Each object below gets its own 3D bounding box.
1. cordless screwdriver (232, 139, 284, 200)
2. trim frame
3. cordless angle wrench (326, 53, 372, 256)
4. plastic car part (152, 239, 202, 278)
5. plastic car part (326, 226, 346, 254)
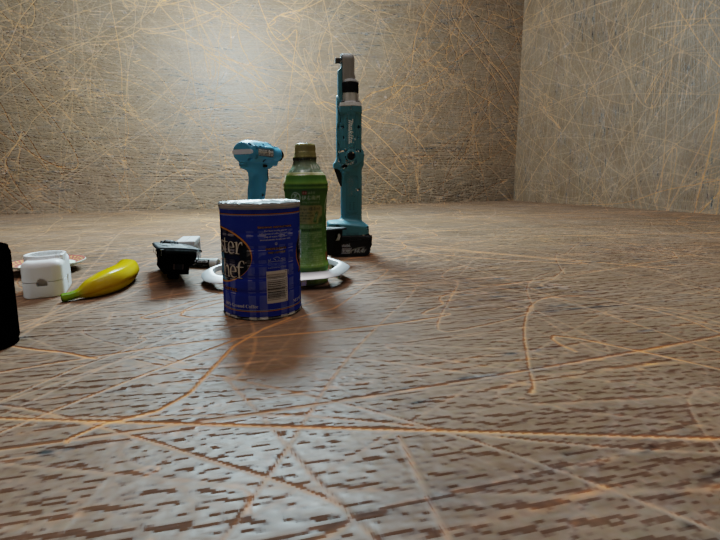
[{"bbox_3d":[-0.215,-0.160,0.942,0.077,0.246,0.155,3,10,21],"label":"cordless screwdriver"},{"bbox_3d":[-0.142,0.001,0.712,0.248,0.027,0.187,-1,12,-3],"label":"trim frame"},{"bbox_3d":[-0.025,-0.243,0.910,0.097,0.418,0.076,-1,9,-6],"label":"cordless angle wrench"},{"bbox_3d":[-0.328,-0.023,0.743,0.064,0.066,0.213,-6,13,-29],"label":"plastic car part"},{"bbox_3d":[-0.085,-0.056,0.868,0.122,0.070,0.063,8,13,36],"label":"plastic car part"}]
